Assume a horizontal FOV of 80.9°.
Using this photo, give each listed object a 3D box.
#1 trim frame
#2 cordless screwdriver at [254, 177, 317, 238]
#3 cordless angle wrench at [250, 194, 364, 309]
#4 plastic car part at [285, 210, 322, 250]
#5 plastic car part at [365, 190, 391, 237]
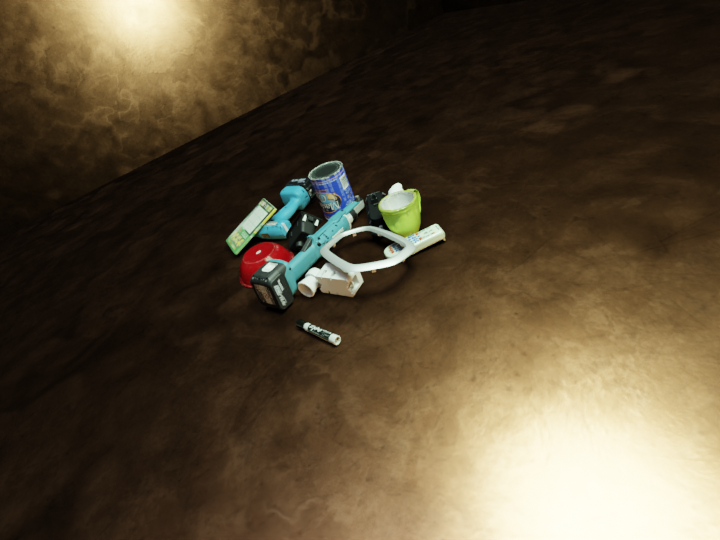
[{"bbox_3d":[0.013,-0.051,0.955,0.181,0.027,0.261,-26,27,-19],"label":"trim frame"},{"bbox_3d":[-0.248,-0.190,1.327,0.166,0.071,0.250,0,45,31],"label":"cordless screwdriver"},{"bbox_3d":[-0.105,-0.069,1.076,0.078,0.094,0.418,6,40,37],"label":"cordless angle wrench"},{"bbox_3d":[-0.159,-0.092,1.138,0.117,0.063,0.073,-46,32,40],"label":"plastic car part"},{"bbox_3d":[0.048,-0.161,1.124,0.067,0.064,0.210,-12,38,5],"label":"plastic car part"}]
